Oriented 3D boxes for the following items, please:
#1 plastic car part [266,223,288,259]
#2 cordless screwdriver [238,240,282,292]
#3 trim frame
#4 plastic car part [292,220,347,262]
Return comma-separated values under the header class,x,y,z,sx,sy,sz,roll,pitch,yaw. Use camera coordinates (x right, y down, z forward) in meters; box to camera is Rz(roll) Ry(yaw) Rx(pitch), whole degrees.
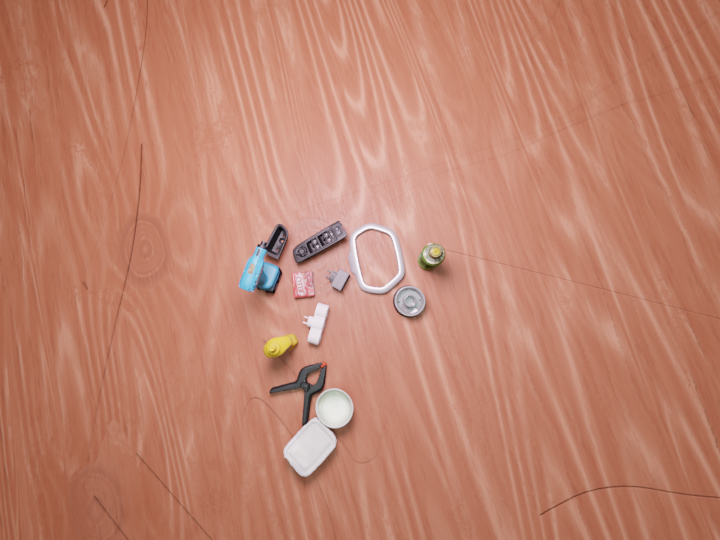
class,x,y,z,sx,sy,sz,roll,pitch,yaw
plastic car part,-0.286,-0.100,1.489,0.067,0.069,0.116,24,85,8
cordless screwdriver,-0.318,-0.005,1.389,0.075,0.244,0.159,19,85,5
trim frame,0.051,-0.044,1.456,0.185,0.027,0.252,-13,80,5
plastic car part,-0.144,-0.094,1.470,0.203,0.066,0.067,-29,81,2
